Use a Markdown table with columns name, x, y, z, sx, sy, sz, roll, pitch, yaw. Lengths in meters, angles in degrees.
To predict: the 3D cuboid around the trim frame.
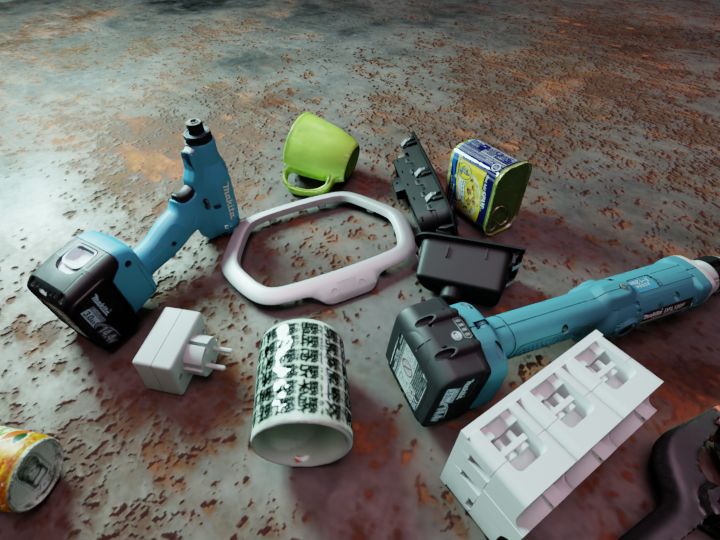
| name | x | y | z | sx | sy | sz | roll | pitch | yaw |
| --- | --- | --- | --- | --- | --- | --- | --- | --- | --- |
| trim frame | -0.052 | -0.034 | 0.536 | 0.243 | 0.027 | 0.194 | -19 | 46 | -19 |

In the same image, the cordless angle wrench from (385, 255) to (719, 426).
| name | x | y | z | sx | sy | sz | roll | pitch | yaw |
| --- | --- | --- | --- | --- | --- | --- | --- | --- | --- |
| cordless angle wrench | 0.233 | 0.038 | 0.410 | 0.414 | 0.095 | 0.078 | -13 | 49 | -16 |

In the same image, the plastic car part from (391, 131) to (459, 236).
| name | x | y | z | sx | sy | sz | roll | pitch | yaw |
| --- | --- | --- | --- | --- | --- | --- | --- | --- | --- |
| plastic car part | 0.083 | -0.113 | 0.586 | 0.067 | 0.063 | 0.212 | -16 | 46 | -2 |

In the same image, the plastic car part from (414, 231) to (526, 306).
| name | x | y | z | sx | sy | sz | roll | pitch | yaw |
| --- | --- | --- | --- | --- | --- | --- | --- | --- | --- |
| plastic car part | 0.113 | 0.005 | 0.471 | 0.120 | 0.063 | 0.072 | 10 | 59 | 16 |

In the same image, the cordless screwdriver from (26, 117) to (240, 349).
| name | x | y | z | sx | sy | sz | roll | pitch | yaw |
| --- | --- | --- | --- | --- | --- | --- | --- | --- | --- |
| cordless screwdriver | -0.233 | -0.049 | 0.468 | 0.077 | 0.154 | 0.248 | 21 | 50 | 18 |
